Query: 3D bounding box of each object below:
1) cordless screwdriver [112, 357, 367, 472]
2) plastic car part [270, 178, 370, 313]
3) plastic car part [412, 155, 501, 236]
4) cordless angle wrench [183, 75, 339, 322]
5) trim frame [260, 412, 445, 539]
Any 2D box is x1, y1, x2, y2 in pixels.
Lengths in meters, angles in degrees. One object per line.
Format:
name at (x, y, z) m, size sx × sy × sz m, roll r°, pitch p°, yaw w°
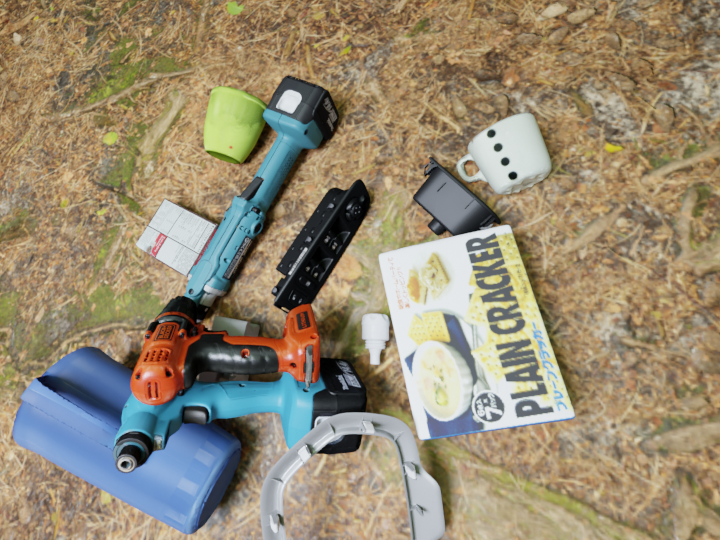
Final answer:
cordless screwdriver at (-0.118, 0.151, 0.446) m, size 0.245 × 0.163 × 0.073 m, roll 4°, pitch 103°, yaw -10°
plastic car part at (-0.057, -0.037, 0.581) m, size 0.071 × 0.062 × 0.203 m, roll 31°, pitch 83°, yaw 44°
plastic car part at (0.114, -0.082, 0.553) m, size 0.071 × 0.063 × 0.120 m, roll -44°, pitch 72°, yaw 13°
cordless angle wrench at (-0.168, -0.073, 0.607) m, size 0.077 × 0.094 × 0.423 m, roll 27°, pitch 85°, yaw 17°
trim frame at (-0.004, 0.262, 0.426) m, size 0.180 × 0.028 × 0.247 m, roll -9°, pitch 95°, yaw -14°
